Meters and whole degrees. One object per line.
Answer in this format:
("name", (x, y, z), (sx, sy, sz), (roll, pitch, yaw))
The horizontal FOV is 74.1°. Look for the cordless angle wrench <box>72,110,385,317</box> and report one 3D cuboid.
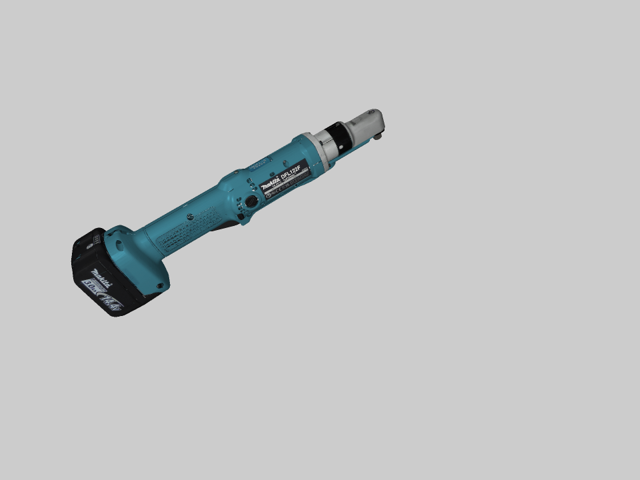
("cordless angle wrench", (-0.096, -0.057, 0.538), (0.422, 0.098, 0.074), (-32, 41, -8))
